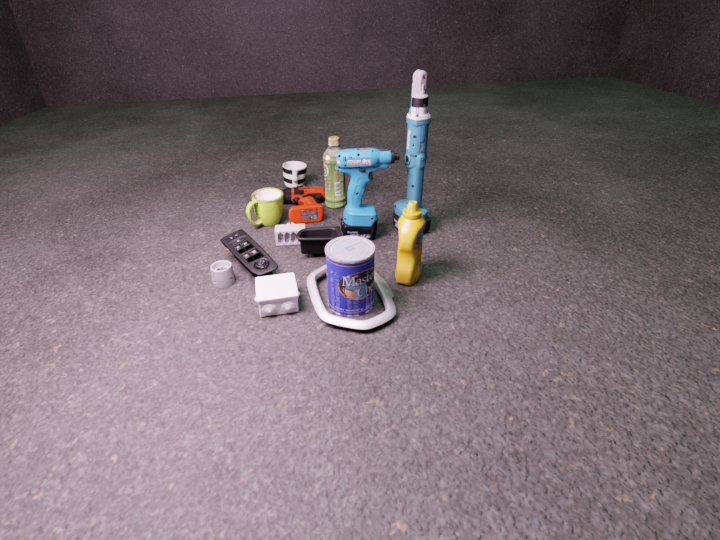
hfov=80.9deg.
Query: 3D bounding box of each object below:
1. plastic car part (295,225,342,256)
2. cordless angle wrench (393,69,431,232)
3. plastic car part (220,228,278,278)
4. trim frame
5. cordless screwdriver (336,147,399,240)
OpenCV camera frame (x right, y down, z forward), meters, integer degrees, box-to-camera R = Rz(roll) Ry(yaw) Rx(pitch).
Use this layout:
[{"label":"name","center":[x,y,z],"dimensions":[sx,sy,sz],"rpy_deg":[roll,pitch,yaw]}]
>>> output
[{"label":"plastic car part","center":[-0.106,-0.069,1.086],"dimensions":[0.116,0.069,0.068],"rpy_deg":[-5,32,-4]},{"label":"cordless angle wrench","center":[0.143,-0.292,1.094],"dimensions":[0.072,0.410,0.103],"rpy_deg":[-13,34,-21]},{"label":"plastic car part","center":[-0.273,-0.029,1.042],"dimensions":[0.064,0.065,0.215],"rpy_deg":[-24,38,-31]},{"label":"trim frame","center":[-0.021,0.048,0.938],"dimensions":[0.181,0.027,0.260],"rpy_deg":[-11,34,-12]},{"label":"cordless screwdriver","center":[0.019,-0.203,1.122],"dimensions":[0.159,0.241,0.076],"rpy_deg":[-1,31,0]}]
